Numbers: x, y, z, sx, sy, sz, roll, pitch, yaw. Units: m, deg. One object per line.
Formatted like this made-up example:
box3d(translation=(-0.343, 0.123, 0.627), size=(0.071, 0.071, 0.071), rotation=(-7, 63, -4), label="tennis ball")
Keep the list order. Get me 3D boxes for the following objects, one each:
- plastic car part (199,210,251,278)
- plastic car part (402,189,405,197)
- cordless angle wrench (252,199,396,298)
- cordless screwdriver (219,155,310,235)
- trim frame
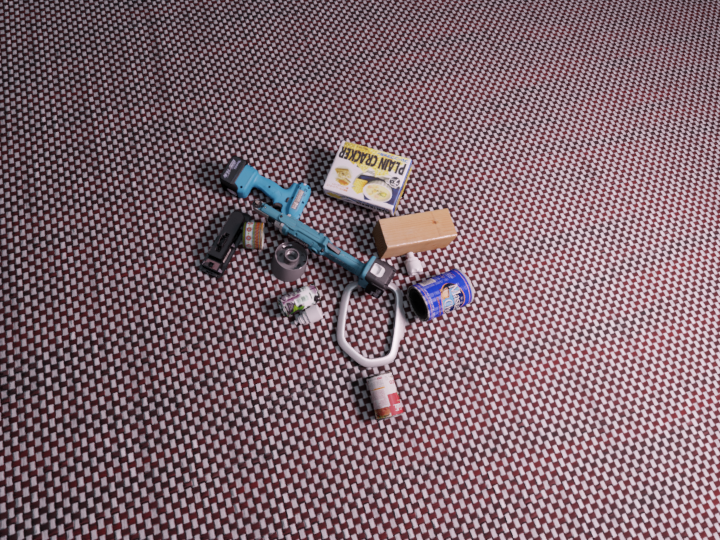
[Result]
box3d(translation=(-0.368, -0.086, 1.152), size=(0.067, 0.065, 0.204), rotation=(20, 65, 6), label="plastic car part")
box3d(translation=(0.069, -0.248, 1.268), size=(0.120, 0.064, 0.071), rotation=(43, 84, 13), label="plastic car part")
box3d(translation=(-0.110, -0.072, 1.130), size=(0.429, 0.096, 0.074), rotation=(31, 68, 7), label="cordless angle wrench")
box3d(translation=(-0.281, -0.212, 1.205), size=(0.248, 0.074, 0.160), rotation=(23, 77, -1), label="cordless screwdriver")
box3d(translation=(0.031, 0.131, 1.127), size=(0.184, 0.027, 0.253), rotation=(9, 66, -2), label="trim frame")
